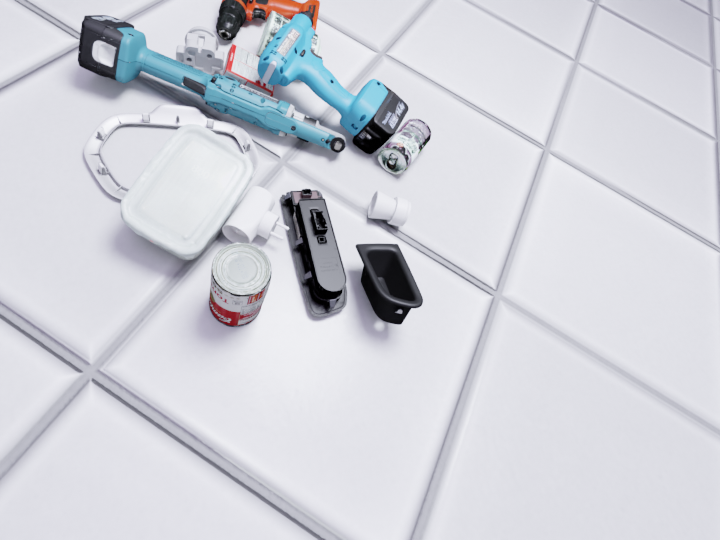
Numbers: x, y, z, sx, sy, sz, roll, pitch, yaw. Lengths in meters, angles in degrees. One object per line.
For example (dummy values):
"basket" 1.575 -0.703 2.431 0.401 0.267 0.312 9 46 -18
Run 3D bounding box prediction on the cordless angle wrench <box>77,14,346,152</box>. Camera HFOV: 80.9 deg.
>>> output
"cordless angle wrench" -0.218 -0.281 0.676 0.416 0.074 0.100 20 28 -9

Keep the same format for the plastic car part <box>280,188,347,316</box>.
"plastic car part" -0.058 -0.038 0.593 0.064 0.067 0.209 -2 64 -27

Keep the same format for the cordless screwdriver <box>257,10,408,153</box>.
"cordless screwdriver" -0.036 -0.322 0.712 0.242 0.076 0.160 31 63 -15

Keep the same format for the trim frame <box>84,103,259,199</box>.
"trim frame" -0.275 -0.175 0.631 0.243 0.027 0.190 -1 60 -14

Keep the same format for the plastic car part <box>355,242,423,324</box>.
"plastic car part" 0.033 0.025 0.572 0.064 0.070 0.122 -2 46 -19
